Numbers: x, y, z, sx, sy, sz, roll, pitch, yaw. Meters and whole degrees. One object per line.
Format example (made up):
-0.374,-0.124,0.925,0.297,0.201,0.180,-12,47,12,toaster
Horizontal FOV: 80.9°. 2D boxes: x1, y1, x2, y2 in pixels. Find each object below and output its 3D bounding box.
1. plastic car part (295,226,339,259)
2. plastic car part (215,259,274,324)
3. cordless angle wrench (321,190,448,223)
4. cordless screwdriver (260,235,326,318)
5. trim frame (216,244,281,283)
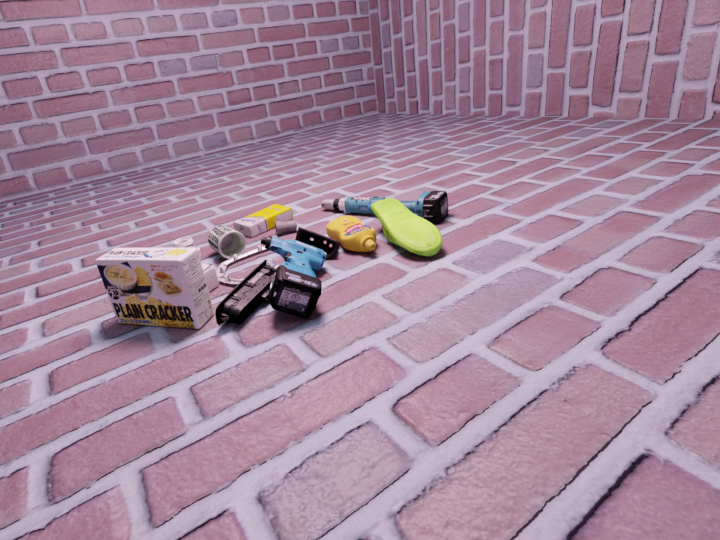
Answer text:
-0.108,-0.071,1.106,0.118,0.065,0.070,17,15,8,plastic car part
-0.236,0.056,0.905,0.069,0.065,0.200,26,34,11,plastic car part
0.053,-0.203,1.317,0.444,0.072,0.096,7,29,33,cordless angle wrench
-0.157,-0.005,0.920,0.157,0.074,0.254,18,22,-10,cordless screwdriver
-0.260,-0.025,1.102,0.241,0.027,0.195,-23,30,-30,trim frame
